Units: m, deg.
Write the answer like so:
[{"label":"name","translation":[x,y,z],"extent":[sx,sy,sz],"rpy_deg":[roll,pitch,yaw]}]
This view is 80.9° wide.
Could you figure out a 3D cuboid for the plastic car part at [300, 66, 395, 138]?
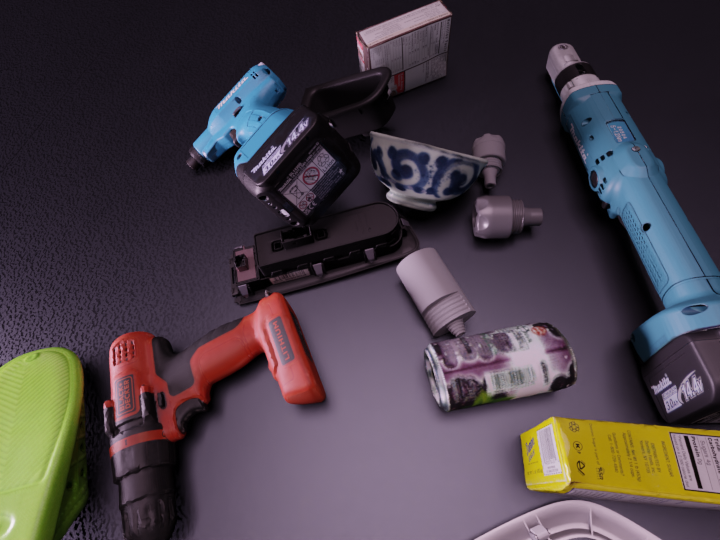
[{"label":"plastic car part","translation":[-0.009,-0.192,0.515],"extent":[0.121,0.067,0.067],"rpy_deg":[-3,63,26]}]

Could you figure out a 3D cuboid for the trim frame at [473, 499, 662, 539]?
[{"label":"trim frame","translation":[0.129,0.264,0.256],"extent":[0.247,0.026,0.192],"rpy_deg":[-25,60,-5]}]

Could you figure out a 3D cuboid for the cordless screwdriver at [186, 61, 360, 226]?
[{"label":"cordless screwdriver","translation":[-0.117,-0.133,0.467],"extent":[0.159,0.070,0.263],"rpy_deg":[-45,45,6]}]

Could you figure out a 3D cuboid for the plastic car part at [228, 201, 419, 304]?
[{"label":"plastic car part","translation":[-0.043,-0.028,0.437],"extent":[0.203,0.064,0.069],"rpy_deg":[-13,53,0]}]

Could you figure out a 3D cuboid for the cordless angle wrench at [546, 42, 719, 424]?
[{"label":"cordless angle wrench","translation":[0.249,-0.087,0.398],"extent":[0.075,0.094,0.436],"rpy_deg":[-8,57,8]}]
